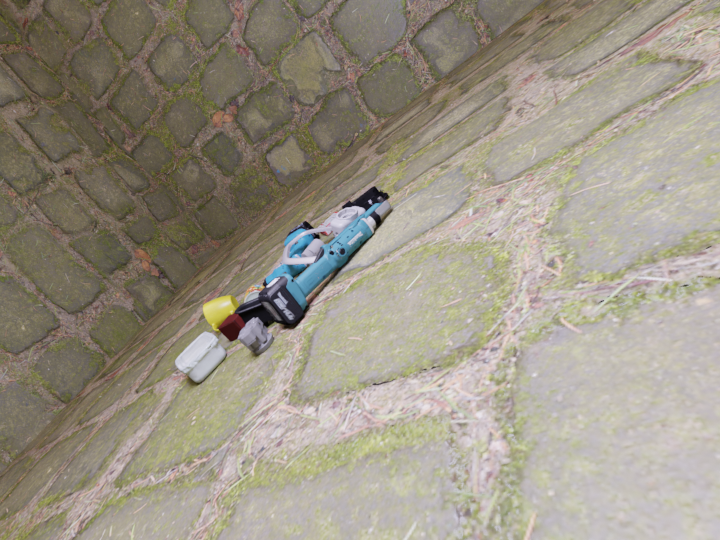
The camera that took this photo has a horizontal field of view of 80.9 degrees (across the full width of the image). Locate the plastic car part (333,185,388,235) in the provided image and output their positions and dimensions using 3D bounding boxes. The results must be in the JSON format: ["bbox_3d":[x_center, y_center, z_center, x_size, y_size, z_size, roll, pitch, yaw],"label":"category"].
[{"bbox_3d":[-0.010,-0.185,1.265,0.206,0.066,0.066,-32,11,17],"label":"plastic car part"}]

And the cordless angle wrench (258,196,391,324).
[{"bbox_3d":[-0.059,-0.042,1.008,0.418,0.096,0.077,-45,16,-27],"label":"cordless angle wrench"}]

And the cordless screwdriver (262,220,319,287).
[{"bbox_3d":[-0.220,-0.047,1.335,0.162,0.072,0.253,-32,24,25],"label":"cordless screwdriver"}]

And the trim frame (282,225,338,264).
[{"bbox_3d":[-0.115,-0.075,1.175,0.259,0.026,0.184,-6,38,36],"label":"trim frame"}]

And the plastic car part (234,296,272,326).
[{"bbox_3d":[-0.240,0.103,1.033,0.116,0.069,0.068,-25,14,-4],"label":"plastic car part"}]
